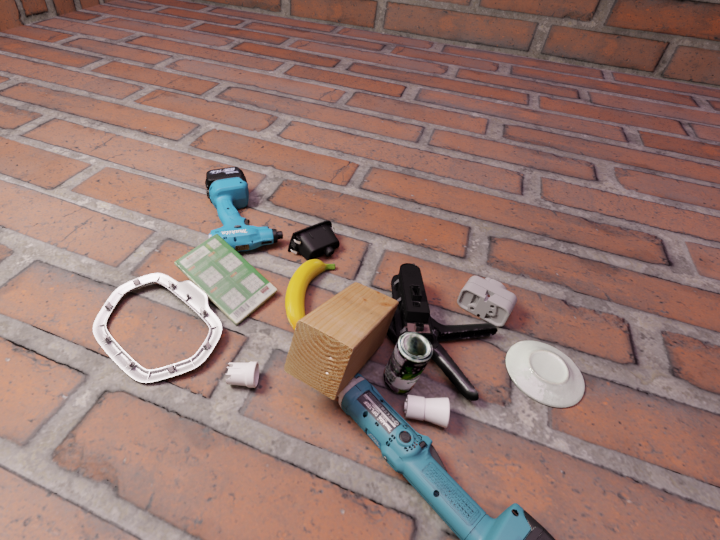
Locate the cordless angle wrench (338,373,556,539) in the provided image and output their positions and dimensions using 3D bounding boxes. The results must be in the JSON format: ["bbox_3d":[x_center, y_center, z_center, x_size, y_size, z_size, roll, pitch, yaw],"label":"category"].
[{"bbox_3d":[0.061,0.248,0.597,0.095,0.072,0.446,-27,49,-31],"label":"cordless angle wrench"}]

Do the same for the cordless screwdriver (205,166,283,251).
[{"bbox_3d":[-0.278,-0.141,0.983,0.156,0.072,0.260,-9,49,-15],"label":"cordless screwdriver"}]

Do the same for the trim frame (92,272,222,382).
[{"bbox_3d":[-0.360,0.090,0.750,0.261,0.026,0.181,30,54,27],"label":"trim frame"}]

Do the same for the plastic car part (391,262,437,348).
[{"bbox_3d":[0.093,0.051,0.775,0.067,0.065,0.208,-3,31,1],"label":"plastic car part"}]

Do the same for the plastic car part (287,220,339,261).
[{"bbox_3d":[-0.090,-0.059,0.924,0.113,0.065,0.074,-23,65,-31],"label":"plastic car part"}]
